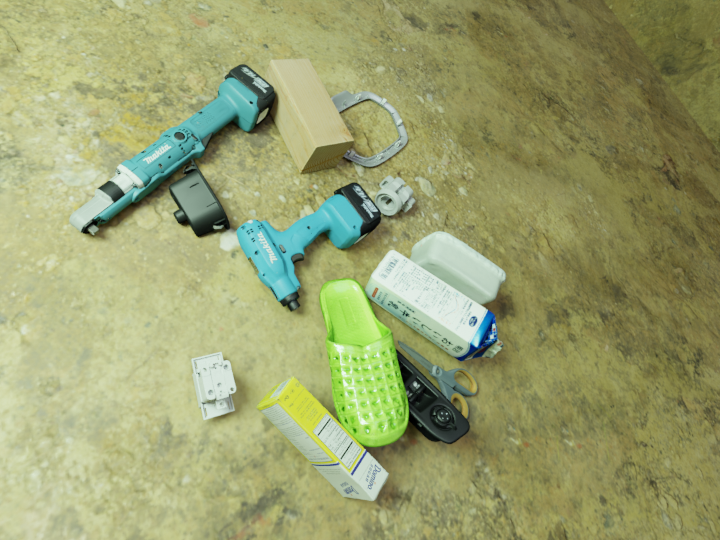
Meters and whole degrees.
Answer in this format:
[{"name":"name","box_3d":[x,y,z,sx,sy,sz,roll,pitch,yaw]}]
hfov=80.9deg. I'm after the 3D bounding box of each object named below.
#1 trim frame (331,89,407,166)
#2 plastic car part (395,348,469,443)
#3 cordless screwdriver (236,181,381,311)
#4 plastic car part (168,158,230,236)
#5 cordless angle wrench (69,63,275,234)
[{"name":"trim frame","box_3d":[0.010,-0.324,0.944,0.186,0.028,0.244,46,56,5]},{"name":"plastic car part","box_3d":[0.067,0.188,0.652,0.213,0.066,0.064,38,42,27]},{"name":"cordless screwdriver","box_3d":[-0.071,-0.046,0.726,0.242,0.075,0.162,-28,79,-30]},{"name":"plastic car part","box_3d":[-0.266,-0.105,0.676,0.070,0.066,0.118,-28,82,-20]},{"name":"cordless angle wrench","box_3d":[-0.301,-0.207,0.706,0.097,0.075,0.421,38,56,-5]}]
